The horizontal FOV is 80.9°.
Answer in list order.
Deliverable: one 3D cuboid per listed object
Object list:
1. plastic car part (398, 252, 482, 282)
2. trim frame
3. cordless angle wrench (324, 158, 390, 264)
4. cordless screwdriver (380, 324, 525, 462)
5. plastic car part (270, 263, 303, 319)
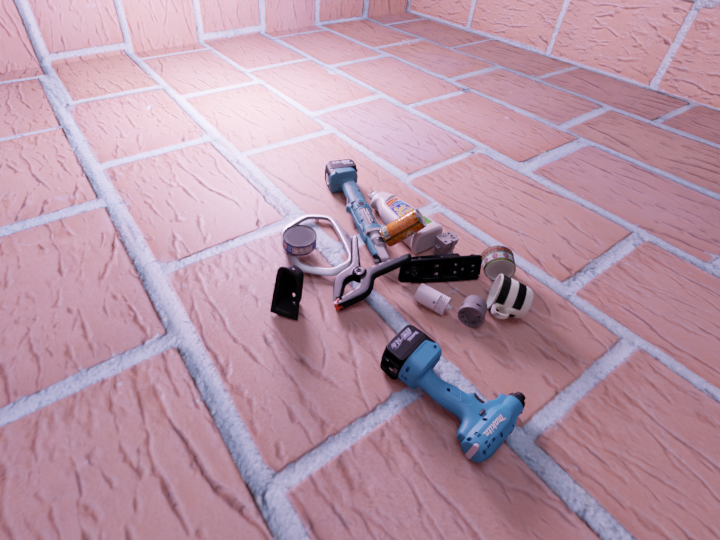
[{"bbox_3d":[0.185,-0.012,1.024,0.200,0.064,0.070,-6,34,-9],"label":"plastic car part"},{"bbox_3d":[-0.108,-0.070,1.101,0.181,0.027,0.261,-13,43,-15],"label":"trim frame"},{"bbox_3d":[-0.002,-0.166,1.179,0.096,0.072,0.443,-10,46,-15],"label":"cordless angle wrench"},{"bbox_3d":[0.168,0.205,0.784,0.155,0.072,0.261,-30,56,-31],"label":"cordless screwdriver"},{"bbox_3d":[-0.151,0.038,0.931,0.067,0.115,0.070,16,20,11],"label":"plastic car part"}]
